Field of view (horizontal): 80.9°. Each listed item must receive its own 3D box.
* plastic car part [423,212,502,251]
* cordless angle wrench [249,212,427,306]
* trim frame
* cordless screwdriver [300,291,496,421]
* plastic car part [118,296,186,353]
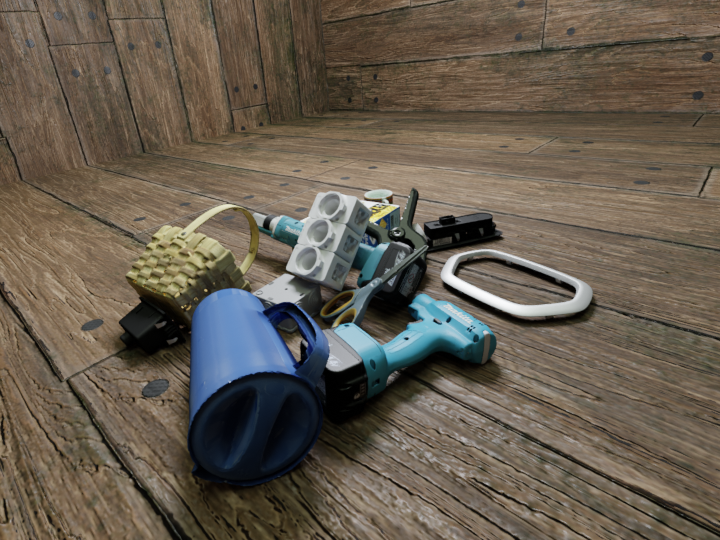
[{"bbox_3d":[0.201,-0.087,0.904,0.200,0.066,0.068,-7,19,-9],"label":"plastic car part"},{"bbox_3d":[-0.080,-0.052,0.816,0.447,0.098,0.070,22,-6,38],"label":"cordless angle wrench"},{"bbox_3d":[0.256,0.017,0.724,0.179,0.027,0.263,-23,30,-28],"label":"trim frame"},{"bbox_3d":[0.036,0.094,0.573,0.241,0.072,0.168,-14,27,-24],"label":"cordless screwdriver"},{"bbox_3d":[-0.346,0.093,0.676,0.123,0.063,0.070,14,46,40],"label":"plastic car part"}]
